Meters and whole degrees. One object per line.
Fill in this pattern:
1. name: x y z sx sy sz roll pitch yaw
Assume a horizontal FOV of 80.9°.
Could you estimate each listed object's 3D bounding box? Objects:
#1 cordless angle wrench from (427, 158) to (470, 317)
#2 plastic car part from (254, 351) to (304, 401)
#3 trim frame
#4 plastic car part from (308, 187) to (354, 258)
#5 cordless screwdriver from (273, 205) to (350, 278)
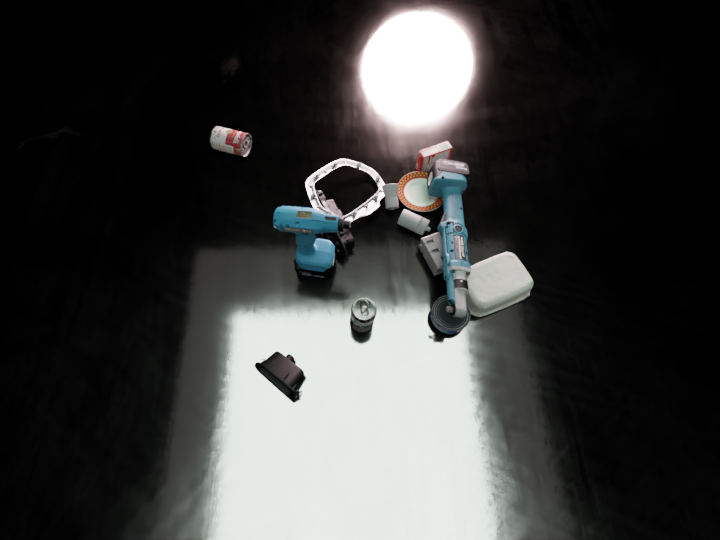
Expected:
1. cordless angle wrench: 0.218 -0.085 0.995 0.097 0.073 0.433 8 57 -6
2. plastic car part: -0.170 0.220 0.933 0.121 0.064 0.070 36 55 21
3. trim frame: -0.033 -0.214 1.112 0.188 0.027 0.244 43 52 10
4. plastic car part: -0.072 -0.120 1.094 0.064 0.066 0.211 -7 59 -31
5. cordless screwdriver: -0.094 -0.061 0.958 0.162 0.240 0.075 8 66 9
